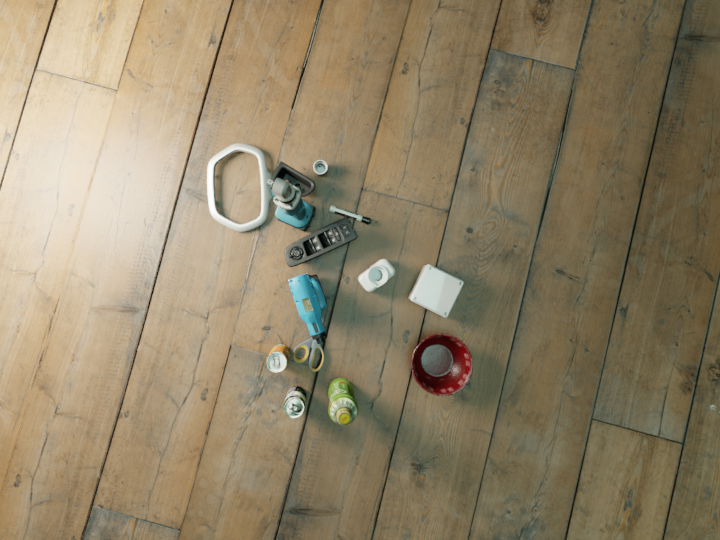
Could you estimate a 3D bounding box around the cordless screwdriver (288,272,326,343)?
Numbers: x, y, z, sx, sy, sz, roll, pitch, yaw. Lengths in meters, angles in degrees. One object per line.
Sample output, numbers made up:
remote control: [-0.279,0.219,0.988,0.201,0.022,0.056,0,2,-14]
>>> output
cordless screwdriver: [-0.122,0.087,1.048,0.074,0.249,0.159,-20,90,-4]

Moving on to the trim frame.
trim frame: [-0.335,-0.231,1.180,0.184,0.027,0.249,-4,87,1]

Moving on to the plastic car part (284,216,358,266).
plastic car part: [-0.112,-0.073,1.147,0.203,0.067,0.066,-25,90,-1]

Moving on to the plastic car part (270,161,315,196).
plastic car part: [-0.180,-0.236,1.156,0.117,0.071,0.066,30,88,1]

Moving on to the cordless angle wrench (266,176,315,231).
cordless angle wrench: [-0.161,-0.155,0.975,0.098,0.423,0.074,24,88,-4]
